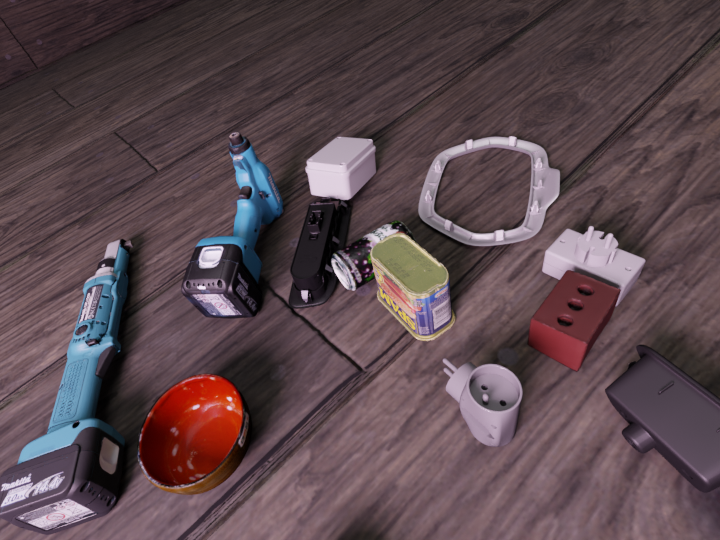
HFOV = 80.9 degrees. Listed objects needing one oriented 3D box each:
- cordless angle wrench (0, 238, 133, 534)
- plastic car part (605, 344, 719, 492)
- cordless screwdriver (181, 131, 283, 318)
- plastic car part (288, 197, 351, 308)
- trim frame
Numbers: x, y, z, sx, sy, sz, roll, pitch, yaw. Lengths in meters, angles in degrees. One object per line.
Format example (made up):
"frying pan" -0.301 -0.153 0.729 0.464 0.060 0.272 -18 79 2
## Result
"cordless angle wrench" -0.355 0.096 0.566 0.098 0.071 0.443 -21 44 -3
"plastic car part" 0.259 0.128 0.348 0.071 0.062 0.123 -39 45 -1
"cordless screwdriver" -0.175 -0.067 0.595 0.076 0.152 0.254 -3 50 12
"plastic car part" -0.059 -0.038 0.599 0.067 0.064 0.207 2 52 8
"trim frame" 0.187 -0.128 0.622 0.191 0.026 0.250 7 50 22
